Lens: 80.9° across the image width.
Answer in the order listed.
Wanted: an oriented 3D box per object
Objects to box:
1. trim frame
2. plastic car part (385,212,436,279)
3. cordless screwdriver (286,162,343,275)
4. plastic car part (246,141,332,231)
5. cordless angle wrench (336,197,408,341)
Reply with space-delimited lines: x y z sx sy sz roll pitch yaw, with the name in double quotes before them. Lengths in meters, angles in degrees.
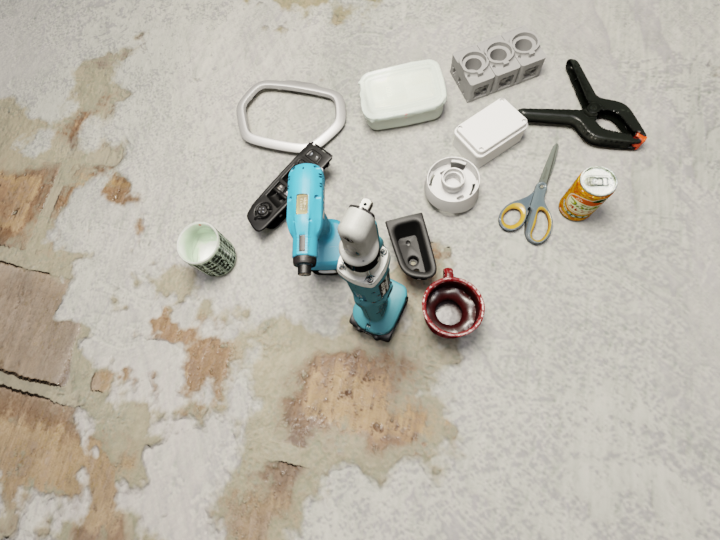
"trim frame" -0.152 -0.338 0.910 0.255 0.026 0.185 13 74 15
"plastic car part" 0.090 -0.031 0.734 0.066 0.068 0.120 -14 70 4
"cordless screwdriver" -0.066 -0.043 0.677 0.075 0.241 0.162 -3 73 6
"plastic car part" -0.139 -0.155 0.824 0.069 0.065 0.202 42 83 18
"cordless angle wrench" 0.014 0.017 0.550 0.076 0.409 0.098 24 78 12
